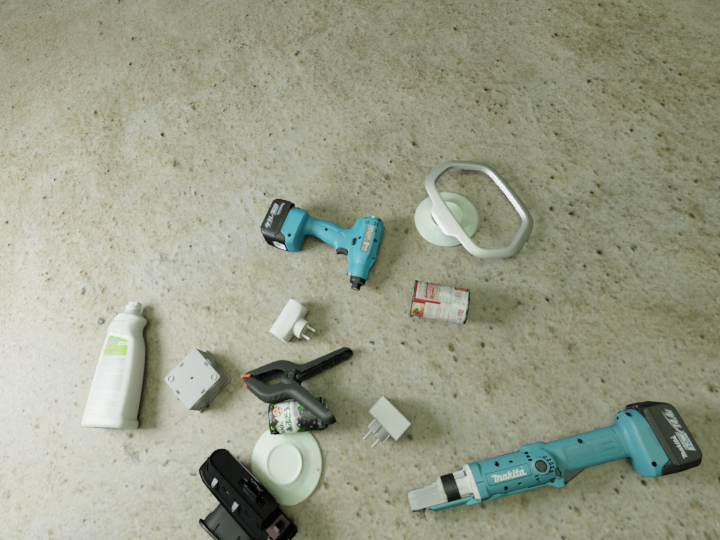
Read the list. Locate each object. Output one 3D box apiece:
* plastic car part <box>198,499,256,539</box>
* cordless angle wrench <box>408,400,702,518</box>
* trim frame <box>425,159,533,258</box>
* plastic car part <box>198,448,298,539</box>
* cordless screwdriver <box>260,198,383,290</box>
[{"bbox_3d":[-0.211,0.431,0.713,0.122,0.064,0.070,30,60,23],"label":"plastic car part"},{"bbox_3d":[0.280,0.308,0.664,0.426,0.071,0.101,-18,65,5],"label":"cordless angle wrench"},{"bbox_3d":[0.239,-0.131,0.868,0.181,0.027,0.257,-23,67,-13],"label":"trim frame"},{"bbox_3d":[-0.197,0.374,0.711,0.213,0.065,0.064,26,37,30],"label":"plastic car part"},{"bbox_3d":[-0.087,-0.057,0.891,0.254,0.072,0.161,13,70,11],"label":"cordless screwdriver"}]
